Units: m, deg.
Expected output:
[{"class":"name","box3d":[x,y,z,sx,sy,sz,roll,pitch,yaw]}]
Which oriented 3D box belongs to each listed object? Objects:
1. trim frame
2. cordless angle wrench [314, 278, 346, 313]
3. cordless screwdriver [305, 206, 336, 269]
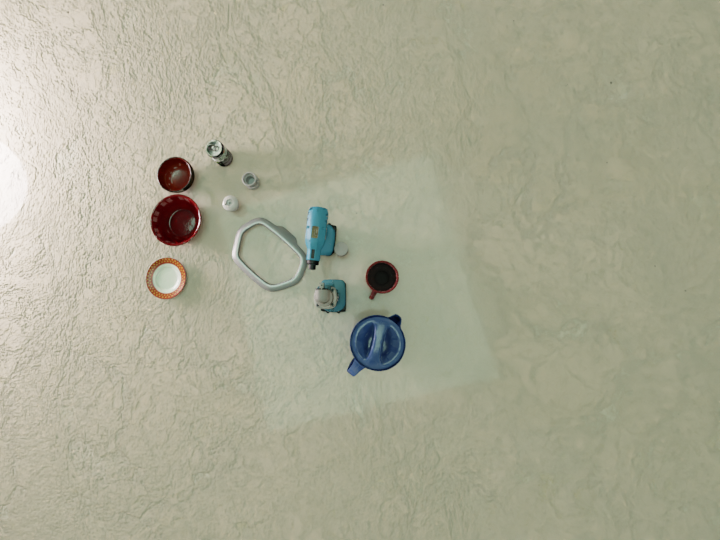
[{"class":"trim frame","box3d":[-0.277,-0.049,1.286,0.253,0.027,0.184,40,88,9]},{"class":"cordless angle wrench","box3d":[-0.079,0.065,1.056,0.075,0.418,0.098,0,86,0]},{"class":"cordless screwdriver","box3d":[-0.114,-0.074,1.163,0.075,0.246,0.160,6,86,1]}]
